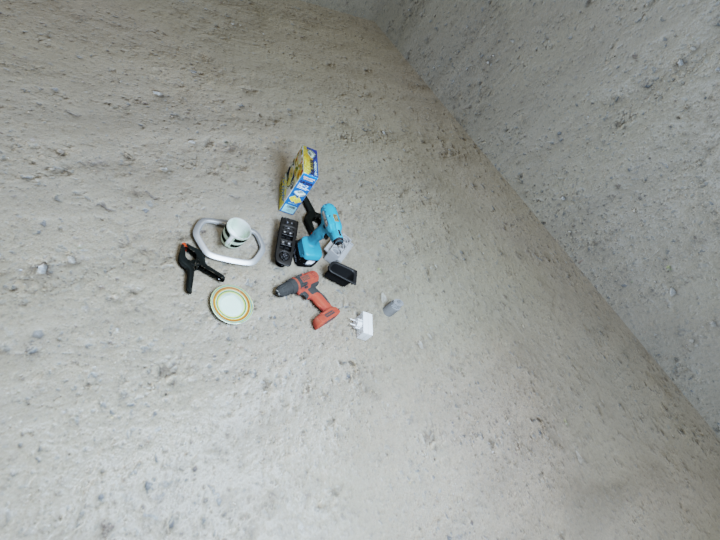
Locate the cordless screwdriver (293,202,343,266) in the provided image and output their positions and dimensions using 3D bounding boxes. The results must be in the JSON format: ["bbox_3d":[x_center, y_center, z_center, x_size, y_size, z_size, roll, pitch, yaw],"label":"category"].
[{"bbox_3d":[-0.139,-0.091,1.421,0.071,0.251,0.165,5,55,-35],"label":"cordless screwdriver"}]

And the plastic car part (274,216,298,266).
[{"bbox_3d":[-0.265,-0.092,1.470,0.064,0.067,0.209,20,46,-23],"label":"plastic car part"}]

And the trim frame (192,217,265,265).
[{"bbox_3d":[-0.428,-0.098,1.391,0.238,0.028,0.191,10,50,-28],"label":"trim frame"}]

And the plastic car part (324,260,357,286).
[{"bbox_3d":[-0.078,0.018,1.503,0.113,0.071,0.067,24,45,-17],"label":"plastic car part"}]
